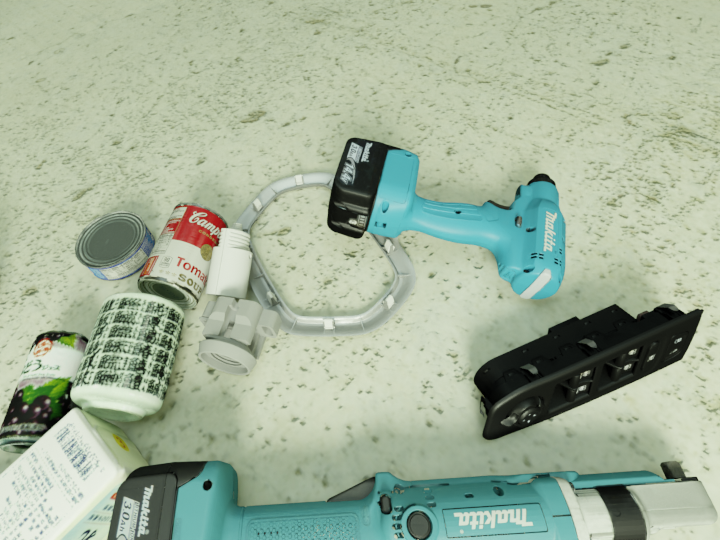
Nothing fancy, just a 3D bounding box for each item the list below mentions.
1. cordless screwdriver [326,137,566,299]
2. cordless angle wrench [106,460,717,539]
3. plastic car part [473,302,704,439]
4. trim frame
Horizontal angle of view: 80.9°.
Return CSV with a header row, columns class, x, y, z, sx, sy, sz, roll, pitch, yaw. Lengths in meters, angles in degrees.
class,x,y,z,sx,sy,sz,roll,pitch,yaw
cordless screwdriver,0.096,-0.078,0.464,0.252,0.073,0.160,19,56,7
cordless angle wrench,0.038,0.185,0.308,0.424,0.072,0.101,-5,56,2
plastic car part,0.184,0.077,0.365,0.201,0.063,0.071,-25,47,-10
trim frame,-0.048,-0.032,0.493,0.182,0.026,0.261,-27,55,-12
